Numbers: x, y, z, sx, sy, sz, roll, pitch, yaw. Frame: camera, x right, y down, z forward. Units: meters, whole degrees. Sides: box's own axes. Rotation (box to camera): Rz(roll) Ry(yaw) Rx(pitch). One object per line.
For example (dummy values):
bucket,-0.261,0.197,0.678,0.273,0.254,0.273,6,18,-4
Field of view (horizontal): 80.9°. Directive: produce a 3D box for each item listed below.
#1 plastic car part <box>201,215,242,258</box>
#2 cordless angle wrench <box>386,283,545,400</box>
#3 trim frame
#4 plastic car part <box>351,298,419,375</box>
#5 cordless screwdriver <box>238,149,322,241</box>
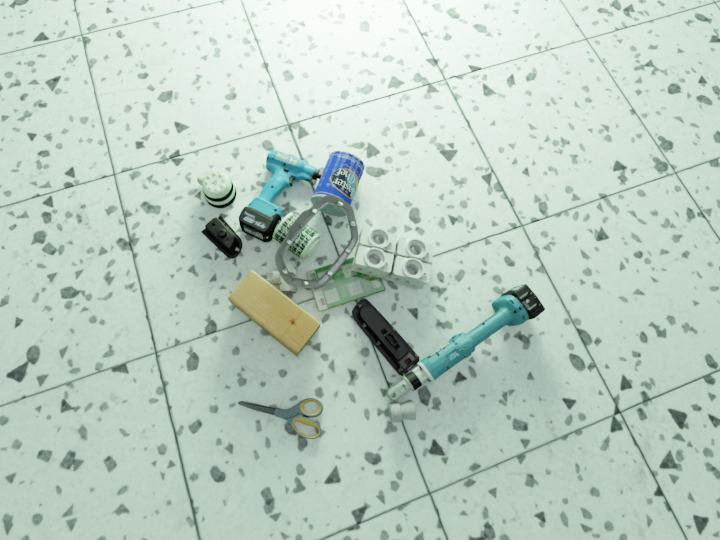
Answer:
plastic car part,-0.352,-0.091,1.077,0.119,0.069,0.065,44,77,12
cordless angle wrench,0.239,0.180,1.003,0.420,0.097,0.075,-33,83,-8
trim frame,-0.101,-0.066,1.029,0.248,0.029,0.175,-50,120,-7
plastic car part,0.056,0.156,1.020,0.066,0.065,0.208,-40,76,-7
cordless screwdriver,-0.209,-0.194,1.114,0.160,0.073,0.250,20,69,3
